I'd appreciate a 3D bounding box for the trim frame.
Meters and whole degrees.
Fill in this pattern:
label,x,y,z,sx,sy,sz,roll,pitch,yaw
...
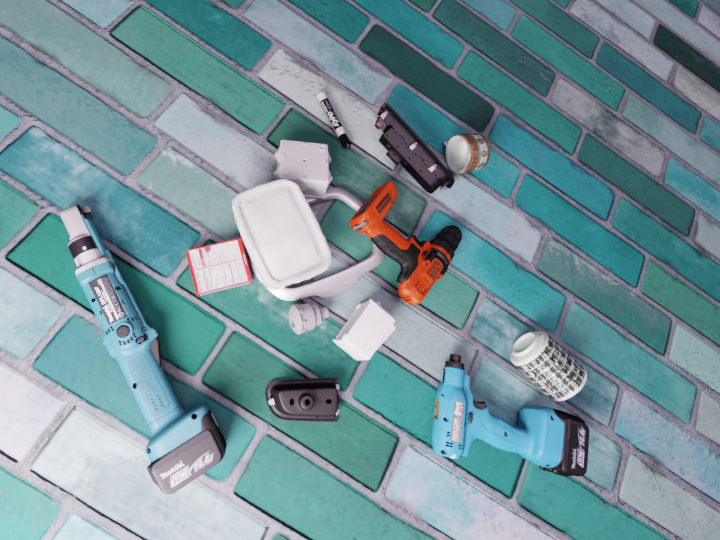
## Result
label,x,y,z,sx,sy,sz,roll,pitch,yaw
trim frame,-0.071,-0.047,0.727,0.243,0.028,0.187,-23,80,-22

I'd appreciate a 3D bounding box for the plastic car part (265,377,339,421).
label,x,y,z,sx,sy,sz,roll,pitch,yaw
plastic car part,-0.080,0.194,0.630,0.113,0.072,0.067,5,74,-18

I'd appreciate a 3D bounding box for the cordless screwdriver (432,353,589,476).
label,x,y,z,sx,sy,sz,roll,pitch,yaw
cordless screwdriver,0.243,0.241,0.701,0.246,0.074,0.161,13,71,-7

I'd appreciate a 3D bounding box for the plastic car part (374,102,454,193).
label,x,y,z,sx,sy,sz,roll,pitch,yaw
plastic car part,0.096,-0.222,0.804,0.203,0.066,0.067,44,78,0

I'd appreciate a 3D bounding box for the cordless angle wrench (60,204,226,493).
label,x,y,z,sx,sy,sz,roll,pitch,yaw
cordless angle wrench,-0.327,0.089,0.597,0.096,0.074,0.430,-28,81,-22
